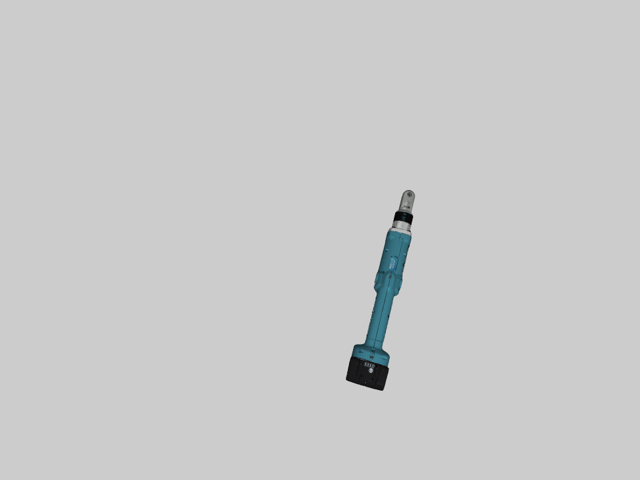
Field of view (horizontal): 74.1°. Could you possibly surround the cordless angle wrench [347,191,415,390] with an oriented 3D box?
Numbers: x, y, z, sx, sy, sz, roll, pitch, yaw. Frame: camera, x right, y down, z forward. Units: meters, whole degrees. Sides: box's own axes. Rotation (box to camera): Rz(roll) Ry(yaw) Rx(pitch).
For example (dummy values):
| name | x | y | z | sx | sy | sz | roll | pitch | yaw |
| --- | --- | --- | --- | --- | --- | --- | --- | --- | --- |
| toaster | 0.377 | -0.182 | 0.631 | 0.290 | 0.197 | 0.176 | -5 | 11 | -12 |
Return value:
| name | x | y | z | sx | sy | sz | roll | pitch | yaw |
| --- | --- | --- | --- | --- | --- | --- | --- | --- | --- |
| cordless angle wrench | 0.140 | 0.088 | 0.881 | 0.074 | 0.422 | 0.098 | 14 | -15 | 7 |
